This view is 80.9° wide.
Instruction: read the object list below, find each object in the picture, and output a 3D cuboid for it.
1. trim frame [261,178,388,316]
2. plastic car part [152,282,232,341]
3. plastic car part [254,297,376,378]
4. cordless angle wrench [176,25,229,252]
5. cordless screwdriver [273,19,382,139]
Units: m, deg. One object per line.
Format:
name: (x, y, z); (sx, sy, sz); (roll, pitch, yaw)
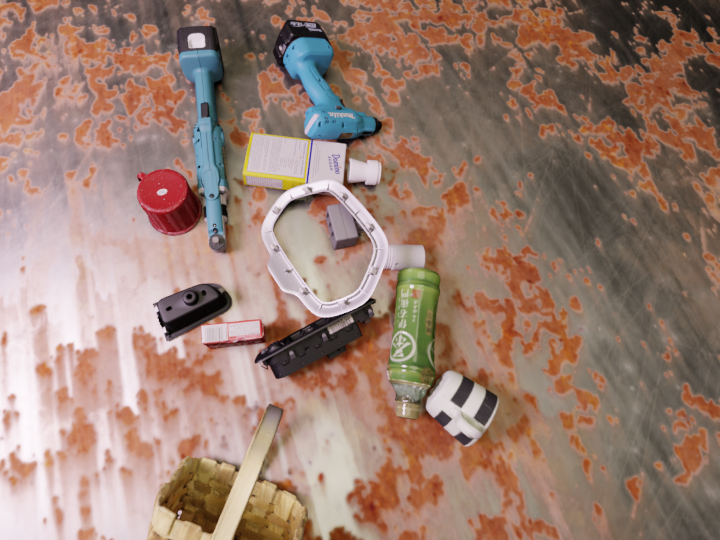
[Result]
trim frame: (-0.066, -0.043, 0.680); (0.185, 0.026, 0.259); (-40, 64, 7)
plastic car part: (-0.263, 0.051, 0.652); (0.115, 0.070, 0.067); (-26, 77, -10)
plastic car part: (-0.065, 0.107, 0.653); (0.200, 0.068, 0.066); (-23, 101, -13)
cordless angle wrench: (-0.270, -0.235, 0.753); (0.073, 0.097, 0.431); (-8, 75, -10)
cordless screwdriver: (-0.062, -0.357, 0.808); (0.153, 0.075, 0.256); (-11, 69, -33)
